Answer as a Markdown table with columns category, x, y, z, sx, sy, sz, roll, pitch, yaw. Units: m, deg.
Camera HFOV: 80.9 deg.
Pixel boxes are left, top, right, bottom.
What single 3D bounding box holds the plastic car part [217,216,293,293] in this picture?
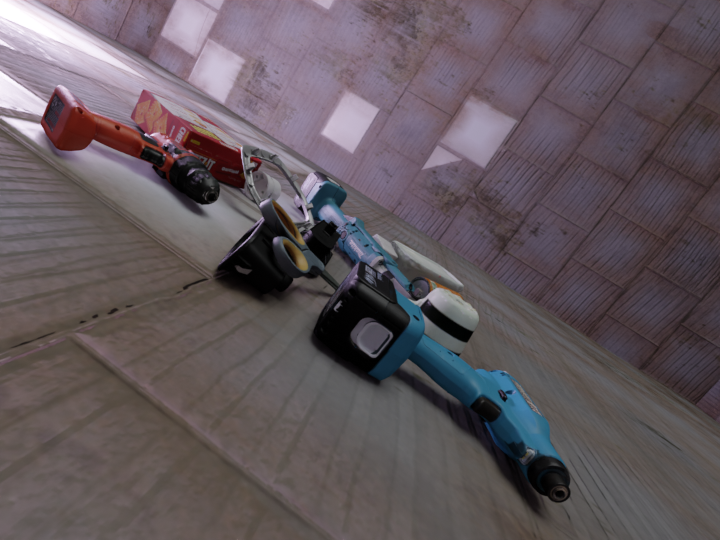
| category | x | y | z | sx | sy | sz | roll | pitch | yaw |
| --- | --- | --- | --- | --- | --- | --- | --- | --- | --- |
| plastic car part | -0.102 | -0.010 | 0.448 | 0.069 | 0.066 | 0.119 | 44 | 12 | -18 |

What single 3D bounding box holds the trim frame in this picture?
| category | x | y | z | sx | sy | sz | roll | pitch | yaw |
| --- | --- | --- | --- | --- | --- | --- | --- | --- | --- |
| trim frame | -0.140 | -0.140 | 0.763 | 0.185 | 0.028 | 0.243 | 65 | 13 | 2 |

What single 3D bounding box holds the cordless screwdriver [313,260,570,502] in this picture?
| category | x | y | z | sx | sy | sz | roll | pitch | yaw |
| --- | --- | --- | --- | --- | --- | --- | --- | --- | --- |
| cordless screwdriver | 0.075 | 0.100 | 0.406 | 0.246 | 0.074 | 0.161 | 35 | 12 | -6 |

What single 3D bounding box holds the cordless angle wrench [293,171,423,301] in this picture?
| category | x | y | z | sx | sy | sz | roll | pitch | yaw |
| --- | --- | --- | --- | --- | --- | --- | --- | --- | --- |
| cordless angle wrench | -0.013 | -0.061 | 0.800 | 0.070 | 0.098 | 0.446 | 23 | 19 | -39 |

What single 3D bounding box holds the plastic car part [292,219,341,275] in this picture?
| category | x | y | z | sx | sy | sz | roll | pitch | yaw |
| --- | --- | --- | --- | --- | --- | --- | --- | --- | --- |
| plastic car part | -0.063 | -0.041 | 0.642 | 0.066 | 0.067 | 0.203 | 49 | 14 | -7 |
